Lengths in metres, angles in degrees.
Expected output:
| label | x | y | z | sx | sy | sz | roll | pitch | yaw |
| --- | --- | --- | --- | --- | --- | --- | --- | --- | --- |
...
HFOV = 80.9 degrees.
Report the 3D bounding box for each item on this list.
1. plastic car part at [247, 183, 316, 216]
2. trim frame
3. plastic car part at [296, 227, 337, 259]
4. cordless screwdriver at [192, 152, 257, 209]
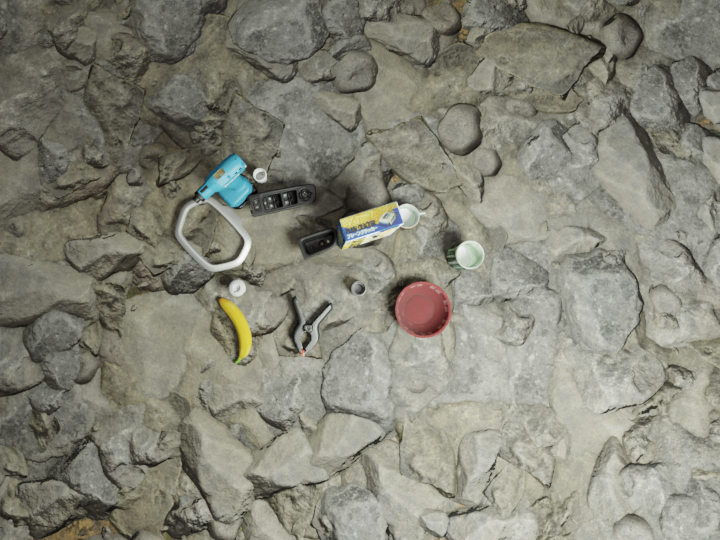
| label | x | y | z | sx | sy | sz | roll | pitch | yaw |
| --- | --- | --- | --- | --- | --- | --- | --- | --- | --- |
| plastic car part | -0.229 | -0.208 | 1.261 | 0.202 | 0.067 | 0.067 | -13 | 86 | -2 |
| trim frame | -0.442 | -0.110 | 1.269 | 0.251 | 0.027 | 0.184 | 45 | 85 | 5 |
| plastic car part | -0.122 | -0.080 | 1.244 | 0.116 | 0.071 | 0.066 | -20 | 87 | -4 |
| cordless screwdriver | -0.372 | -0.224 | 1.172 | 0.159 | 0.248 | 0.074 | -44 | 91 | -6 |
